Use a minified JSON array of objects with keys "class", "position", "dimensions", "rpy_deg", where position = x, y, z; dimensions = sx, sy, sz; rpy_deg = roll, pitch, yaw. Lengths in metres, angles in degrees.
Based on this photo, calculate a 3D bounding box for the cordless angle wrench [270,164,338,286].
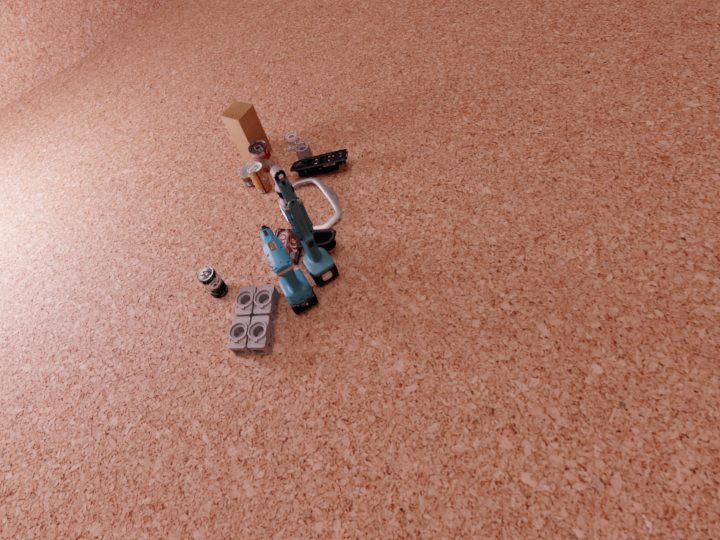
[{"class":"cordless angle wrench","position":[-0.146,-0.107,1.064],"dimensions":[0.074,0.404,0.103],"rpy_deg":[-32,55,-10]}]

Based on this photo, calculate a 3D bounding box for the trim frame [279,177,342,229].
[{"class":"trim frame","position":[-0.163,-0.214,1.379],"dimensions":[0.183,0.026,0.262],"rpy_deg":[-31,53,-6]}]

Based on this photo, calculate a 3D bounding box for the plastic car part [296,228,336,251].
[{"class":"plastic car part","position":[-0.122,-0.080,1.248],"dimensions":[0.119,0.068,0.067],"rpy_deg":[-2,56,14]}]

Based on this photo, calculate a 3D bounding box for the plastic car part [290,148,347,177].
[{"class":"plastic car part","position":[-0.140,-0.363,1.452],"dimensions":[0.207,0.064,0.068],"rpy_deg":[-6,55,12]}]

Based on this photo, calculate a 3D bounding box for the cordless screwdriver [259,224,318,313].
[{"class":"cordless screwdriver","position":[-0.195,-0.002,1.110],"dimensions":[0.074,0.237,0.167],"rpy_deg":[-28,54,-7]}]
